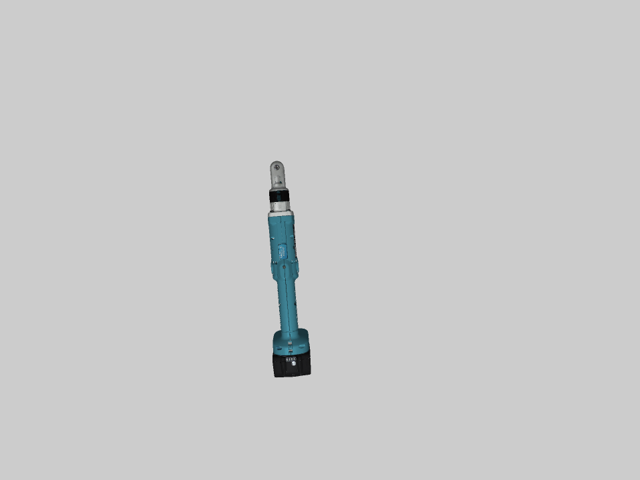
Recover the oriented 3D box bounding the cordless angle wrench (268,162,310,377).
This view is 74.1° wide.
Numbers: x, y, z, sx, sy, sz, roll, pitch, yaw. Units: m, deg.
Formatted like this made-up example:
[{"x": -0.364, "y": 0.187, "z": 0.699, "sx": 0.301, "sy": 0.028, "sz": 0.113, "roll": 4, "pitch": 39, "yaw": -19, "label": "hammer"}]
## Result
[{"x": -0.071, "y": 0.055, "z": 0.849, "sx": 0.074, "sy": 0.423, "sz": 0.098, "roll": -4, "pitch": 3, "yaw": -2, "label": "cordless angle wrench"}]
